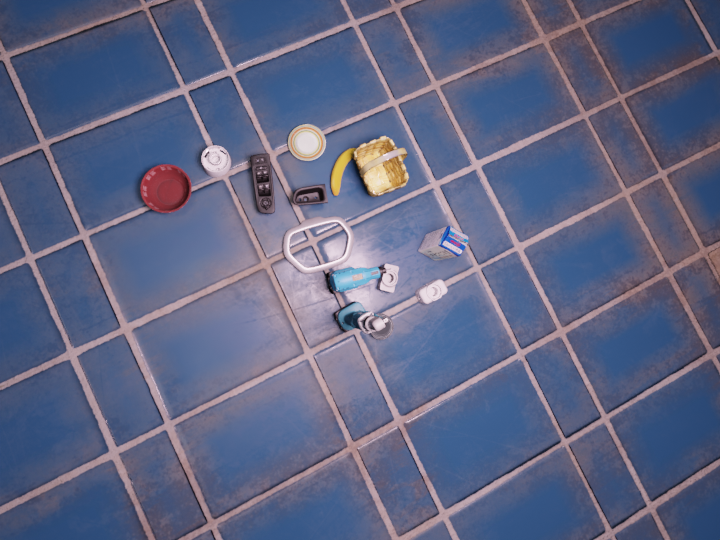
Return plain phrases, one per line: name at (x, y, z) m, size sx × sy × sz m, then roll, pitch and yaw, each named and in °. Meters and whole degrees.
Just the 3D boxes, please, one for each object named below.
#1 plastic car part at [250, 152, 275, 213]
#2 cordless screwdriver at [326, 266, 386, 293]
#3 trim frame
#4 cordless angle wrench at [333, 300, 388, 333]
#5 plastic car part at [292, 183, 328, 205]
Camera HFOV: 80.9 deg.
plastic car part at (-0.326, -0.286, 1.421) m, size 0.065 × 0.067 × 0.204 m, roll -7°, pitch 85°, yaw -9°
cordless screwdriver at (-0.021, 0.023, 1.324) m, size 0.157 × 0.251 × 0.075 m, roll -13°, pitch 89°, yaw -11°
trim frame at (-0.141, -0.092, 1.438) m, size 0.246 × 0.027 × 0.185 m, roll -18°, pitch 86°, yaw -8°
cordless angle wrench at (0.002, 0.143, 1.224) m, size 0.097 × 0.427 × 0.074 m, roll -30°, pitch 93°, yaw -11°
plastic car part at (-0.175, -0.247, 1.430) m, size 0.115 × 0.071 × 0.066 m, roll -9°, pitch 87°, yaw -8°
